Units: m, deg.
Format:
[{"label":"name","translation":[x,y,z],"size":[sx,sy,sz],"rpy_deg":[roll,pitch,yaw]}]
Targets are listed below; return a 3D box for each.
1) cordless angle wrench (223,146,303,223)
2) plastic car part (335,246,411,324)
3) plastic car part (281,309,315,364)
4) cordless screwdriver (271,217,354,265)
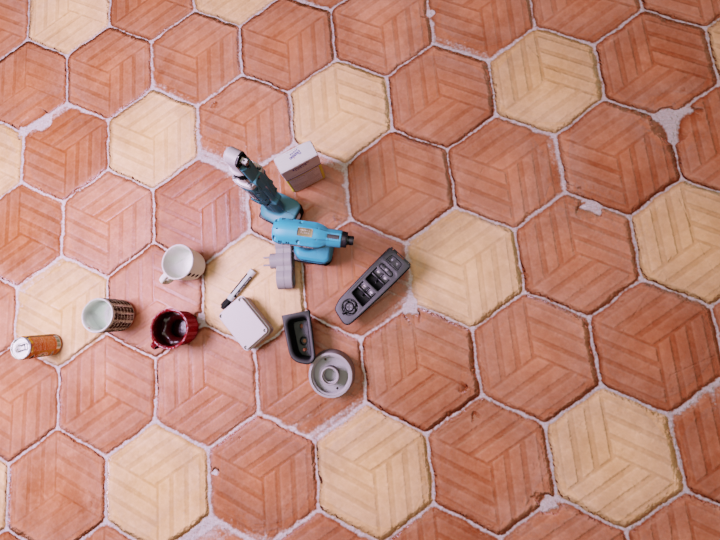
[{"label":"cordless angle wrench","translation":[-0.198,-0.161,0.859],"size":[0.099,0.417,0.074],"rpy_deg":[27,86,4]},{"label":"plastic car part","translation":[0.022,0.039,0.980],"size":[0.203,0.066,0.067],"rpy_deg":[-45,82,-2]},{"label":"plastic car part","translation":[-0.136,0.156,0.978],"size":[0.066,0.070,0.118],"rpy_deg":[-12,81,2]},{"label":"cordless screwdriver","translation":[-0.090,-0.059,0.918],"size":[0.161,0.245,0.075],"rpy_deg":[9,84,4]}]
